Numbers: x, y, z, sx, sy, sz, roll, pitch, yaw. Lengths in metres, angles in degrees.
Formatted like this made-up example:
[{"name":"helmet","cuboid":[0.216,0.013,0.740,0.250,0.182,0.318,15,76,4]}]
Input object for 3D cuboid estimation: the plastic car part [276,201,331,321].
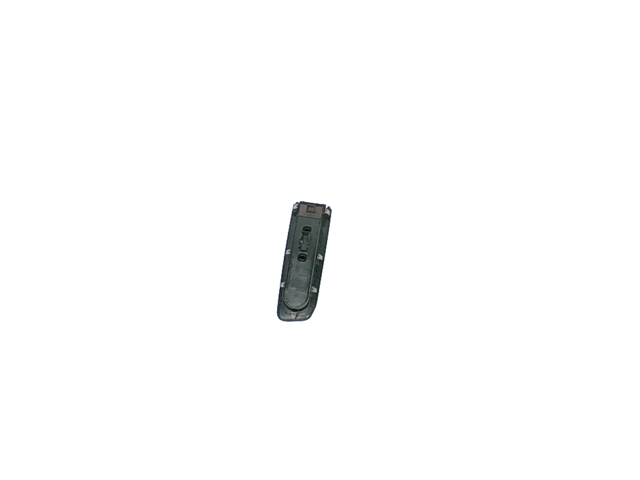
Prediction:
[{"name":"plastic car part","cuboid":[-0.024,0.028,0.670,0.066,0.202,0.067,10,-15,-4]}]
